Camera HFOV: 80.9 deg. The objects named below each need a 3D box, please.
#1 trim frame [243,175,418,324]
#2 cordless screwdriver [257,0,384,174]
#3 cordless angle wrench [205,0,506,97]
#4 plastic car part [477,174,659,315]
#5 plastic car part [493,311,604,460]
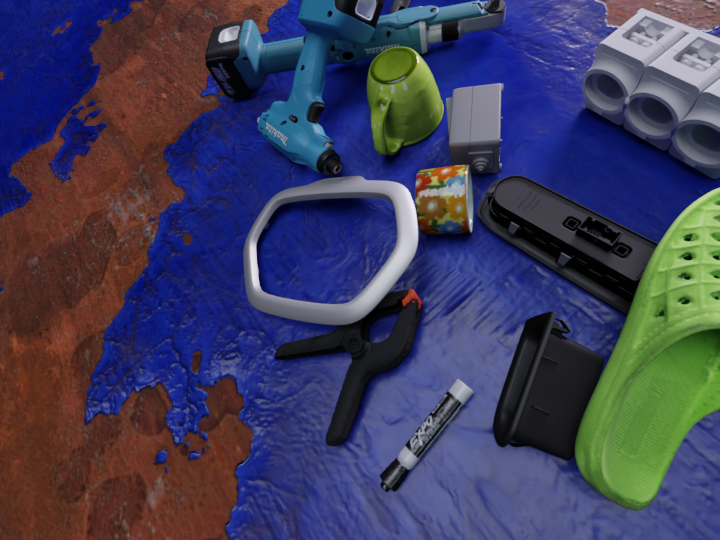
[{"bbox_3d":[-0.048,-0.031,0.489,0.261,0.026,0.186,2,71,38],"label":"trim frame"},{"bbox_3d":[-0.041,-0.252,0.531,0.168,0.071,0.247,42,119,33],"label":"cordless screwdriver"},{"bbox_3d":[-0.018,-0.333,0.616,0.434,0.093,0.076,-1,67,16],"label":"cordless angle wrench"},{"bbox_3d":[0.202,-0.032,0.403,0.214,0.063,0.066,39,91,33],"label":"plastic car part"},{"bbox_3d":[0.165,0.103,0.359,0.073,0.064,0.117,19,77,11],"label":"plastic car part"}]
